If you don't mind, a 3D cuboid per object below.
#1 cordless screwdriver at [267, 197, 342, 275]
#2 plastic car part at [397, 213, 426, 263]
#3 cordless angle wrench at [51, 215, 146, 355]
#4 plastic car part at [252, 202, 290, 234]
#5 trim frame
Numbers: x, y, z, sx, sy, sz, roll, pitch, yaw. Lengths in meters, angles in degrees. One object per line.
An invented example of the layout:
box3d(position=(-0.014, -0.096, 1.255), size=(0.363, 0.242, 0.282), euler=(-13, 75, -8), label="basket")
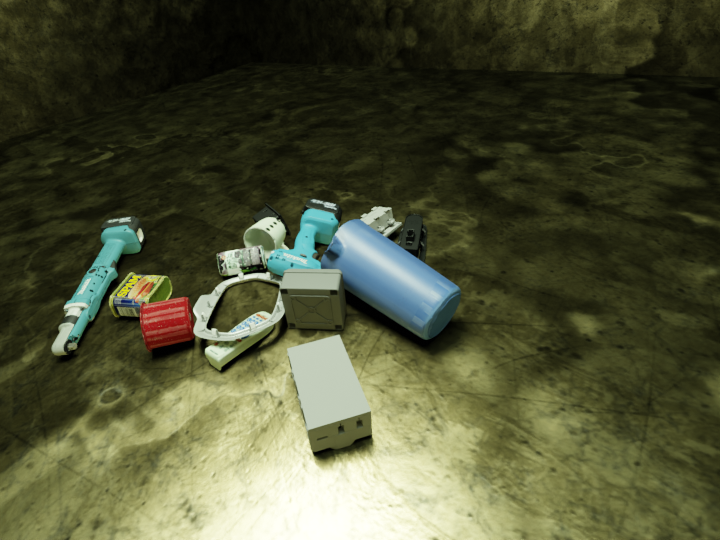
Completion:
box3d(position=(-0.095, -0.062, 0.968), size=(0.161, 0.073, 0.251), euler=(16, 41, 6), label="cordless screwdriver")
box3d(position=(0.112, -0.067, 0.954), size=(0.068, 0.064, 0.204), euler=(-2, 33, 17), label="plastic car part")
box3d(position=(-0.589, 0.021, 0.950), size=(0.098, 0.072, 0.439), euler=(-9, 38, -3), label="cordless angle wrench")
box3d(position=(-0.242, -0.123, 1.097), size=(0.070, 0.063, 0.123), euler=(-36, 39, -16), label="plastic car part")
box3d(position=(-0.232, 0.061, 0.833), size=(0.186, 0.027, 0.254), euler=(-8, 28, 4), label="trim frame")
